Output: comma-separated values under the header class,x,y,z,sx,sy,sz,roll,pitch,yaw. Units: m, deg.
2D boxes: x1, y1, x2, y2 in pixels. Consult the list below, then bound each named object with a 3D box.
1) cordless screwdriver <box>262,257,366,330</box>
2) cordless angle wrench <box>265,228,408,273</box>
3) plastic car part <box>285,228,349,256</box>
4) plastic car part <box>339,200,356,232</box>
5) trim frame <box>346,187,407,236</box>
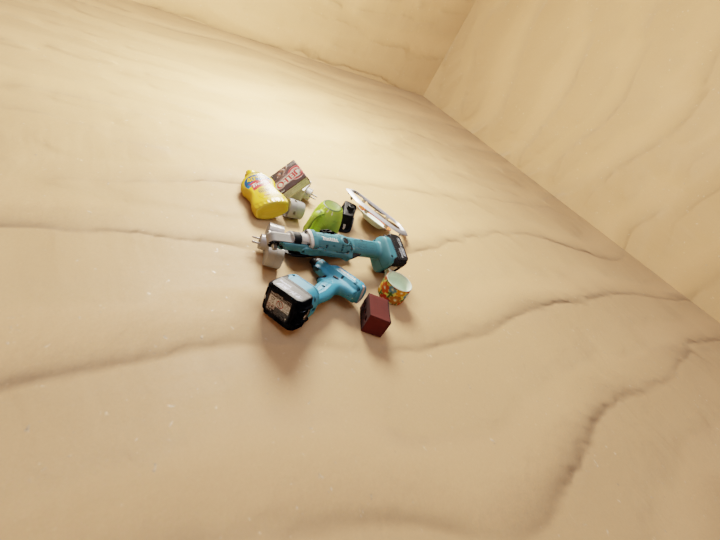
class,x,y,z,sx,sy,sz,roll,pitch,yaw
cordless screwdriver,-0.113,0.034,0.930,0.167,0.073,0.239,33,28,26
cordless angle wrench,-0.051,-0.057,1.033,0.401,0.076,0.101,5,58,-42
plastic car part,-0.106,-0.069,1.079,0.195,0.066,0.070,-13,39,-41
plastic car part,-0.041,-0.168,1.265,0.065,0.070,0.119,23,30,-9
trim frame,0.051,-0.184,1.347,0.246,0.027,0.186,34,17,-7
